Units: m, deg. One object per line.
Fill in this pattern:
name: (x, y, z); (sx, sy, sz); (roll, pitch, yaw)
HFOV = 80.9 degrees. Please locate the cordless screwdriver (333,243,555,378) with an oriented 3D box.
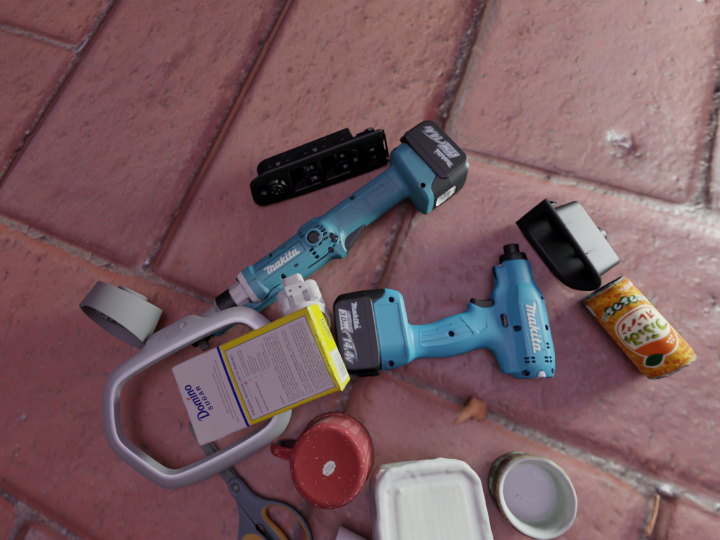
cordless screwdriver: (0.092, 0.049, 0.508); (0.250, 0.072, 0.162); (-3, 73, 3)

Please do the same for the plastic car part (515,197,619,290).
plastic car part: (0.264, -0.037, 0.519); (0.070, 0.065, 0.120); (-27, 75, -17)

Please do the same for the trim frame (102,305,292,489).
trim frame: (-0.195, 0.148, 0.513); (0.249, 0.027, 0.186); (-29, 83, 1)

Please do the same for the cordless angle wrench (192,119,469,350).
cordless angle wrench: (-0.055, -0.036, 0.559); (0.422, 0.072, 0.101); (-36, 73, -1)

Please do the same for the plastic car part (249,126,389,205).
plastic car part: (-0.066, -0.155, 0.600); (0.203, 0.064, 0.070); (-23, 63, 1)
